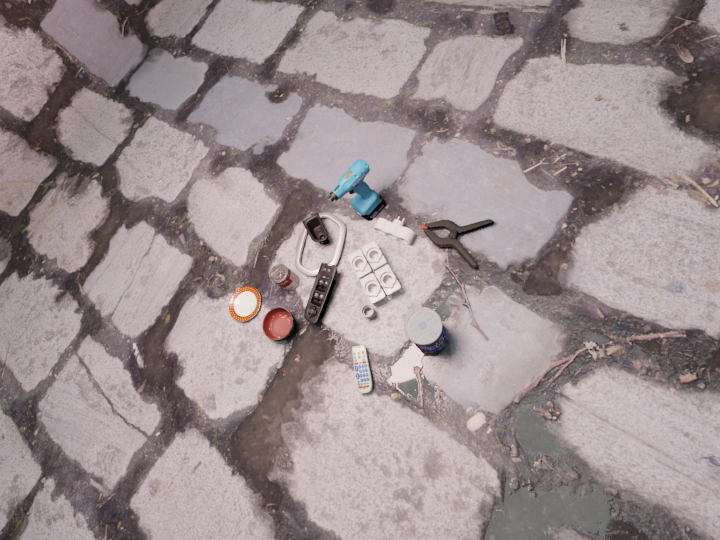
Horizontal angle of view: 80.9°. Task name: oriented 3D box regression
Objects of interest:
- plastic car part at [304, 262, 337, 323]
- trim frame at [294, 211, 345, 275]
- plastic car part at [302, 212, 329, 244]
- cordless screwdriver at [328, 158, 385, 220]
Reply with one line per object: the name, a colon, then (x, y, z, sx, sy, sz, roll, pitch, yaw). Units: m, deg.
plastic car part: (-0.129, 0.079, 1.398, 0.069, 0.064, 0.204, 14, 75, 24)
trim frame: (-0.147, -0.096, 1.499, 0.191, 0.026, 0.251, 4, 70, 23)
plastic car part: (-0.146, -0.133, 1.490, 0.066, 0.067, 0.121, -31, 62, 6)
cordless screwdriver: (-0.012, -0.241, 1.386, 0.159, 0.237, 0.078, -46, 64, -3)
